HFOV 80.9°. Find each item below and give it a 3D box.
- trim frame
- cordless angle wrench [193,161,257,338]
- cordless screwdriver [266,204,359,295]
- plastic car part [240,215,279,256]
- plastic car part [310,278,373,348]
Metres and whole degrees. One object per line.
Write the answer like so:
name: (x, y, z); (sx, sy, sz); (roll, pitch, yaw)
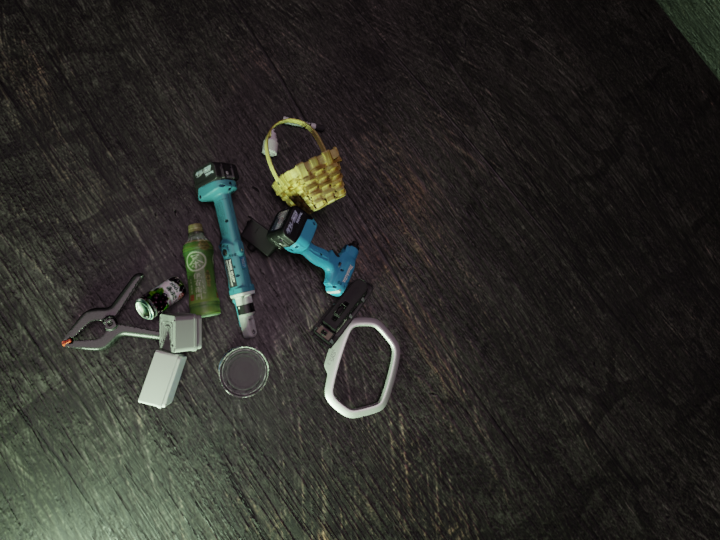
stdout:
trim frame: (0.003, 0.239, 1.056); (0.181, 0.028, 0.250); (20, 75, -9)
cordless angle wrench: (-0.308, -0.047, 1.016); (0.071, 0.101, 0.426); (-7, 82, -56)
cordless screwdriver: (-0.102, -0.067, 1.045); (0.237, 0.077, 0.160); (42, 57, -28)
plastic car part: (-0.250, -0.076, 1.059); (0.116, 0.066, 0.071); (33, 86, -1)
plastic car part: (-0.043, 0.093, 1.060); (0.069, 0.065, 0.202); (32, 65, 19)
